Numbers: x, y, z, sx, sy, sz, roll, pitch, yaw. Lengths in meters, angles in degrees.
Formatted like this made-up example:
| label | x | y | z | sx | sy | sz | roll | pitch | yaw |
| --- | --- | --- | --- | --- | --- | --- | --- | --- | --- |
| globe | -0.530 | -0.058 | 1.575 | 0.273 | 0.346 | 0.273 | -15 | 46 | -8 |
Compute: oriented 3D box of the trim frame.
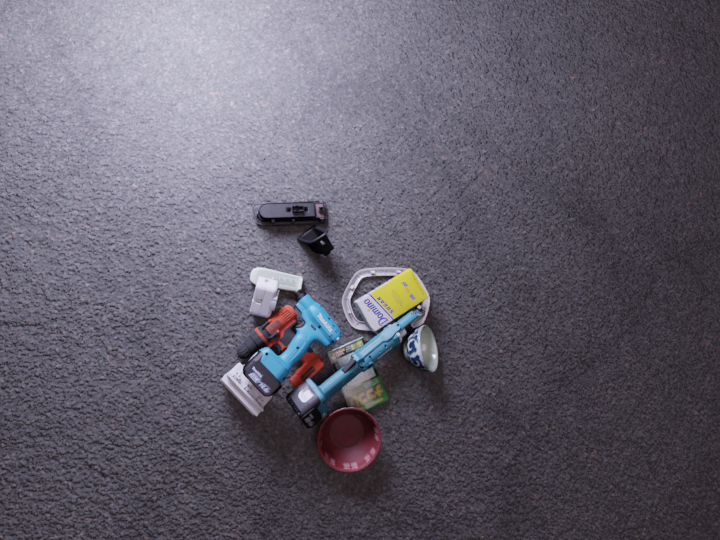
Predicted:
| label | x | y | z | sx | sy | sz | roll | pitch | yaw |
| --- | --- | --- | --- | --- | --- | --- | --- | --- | --- |
| trim frame | 0.072 | 0.083 | 1.156 | 0.244 | 0.028 | 0.185 | 0 | 83 | -10 |

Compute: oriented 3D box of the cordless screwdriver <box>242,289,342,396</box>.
| label | x | y | z | sx | sy | sz | roll | pitch | yaw |
| --- | --- | --- | --- | --- | --- | --- | --- | --- | --- |
| cordless screwdriver | -0.181 | 0.173 | 1.029 | 0.246 | 0.075 | 0.160 | -40 | 87 | -19 |

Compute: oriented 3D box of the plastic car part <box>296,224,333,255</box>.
| label | x | y | z | sx | sy | sz | roll | pitch | yaw |
| --- | --- | --- | --- | --- | --- | --- | --- | --- | --- |
| plastic car part | -0.109 | -0.071 | 1.115 | 0.065 | 0.122 | 0.068 | -41 | 117 | -12 |

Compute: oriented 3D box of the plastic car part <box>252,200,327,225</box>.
| label | x | y | z | sx | sy | sz | roll | pitch | yaw |
| --- | --- | --- | --- | --- | --- | --- | --- | --- | --- |
| plastic car part | -0.189 | -0.156 | 1.137 | 0.201 | 0.067 | 0.066 | -3 | 89 | -6 |

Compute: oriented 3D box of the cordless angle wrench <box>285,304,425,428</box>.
| label | x | y | z | sx | sy | sz | roll | pitch | yaw |
| --- | --- | --- | --- | --- | --- | --- | --- | --- | --- |
| cordless angle wrench | 0.007 | 0.225 | 1.077 | 0.418 | 0.093 | 0.078 | -37 | 54 | -15 |
